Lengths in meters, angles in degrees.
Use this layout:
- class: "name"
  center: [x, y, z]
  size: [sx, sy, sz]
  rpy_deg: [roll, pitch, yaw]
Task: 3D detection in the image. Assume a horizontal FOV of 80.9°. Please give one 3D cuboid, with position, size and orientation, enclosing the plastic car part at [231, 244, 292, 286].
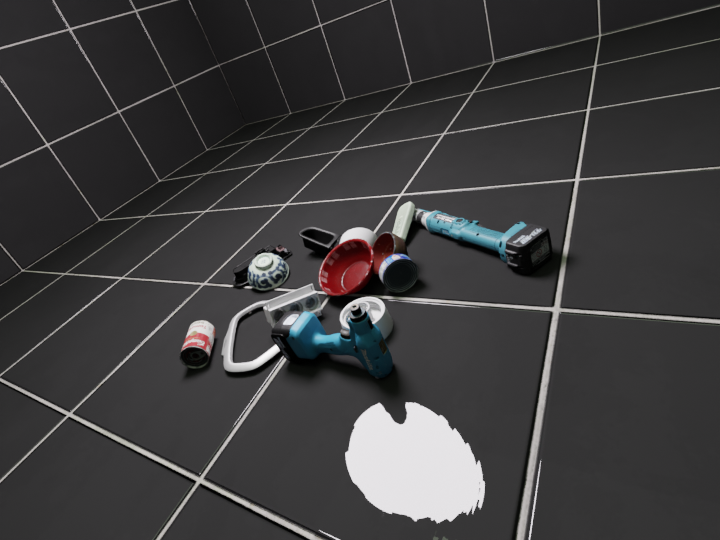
- class: "plastic car part"
  center: [-0.309, -0.023, 1.292]
  size: [0.200, 0.064, 0.070]
  rpy_deg: [-40, 41, -21]

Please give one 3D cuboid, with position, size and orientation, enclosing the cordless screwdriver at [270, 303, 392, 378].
- class: "cordless screwdriver"
  center: [-0.067, 0.122, 0.827]
  size: [0.261, 0.153, 0.074]
  rpy_deg: [1, 36, 37]

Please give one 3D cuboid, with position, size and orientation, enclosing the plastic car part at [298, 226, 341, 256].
- class: "plastic car part"
  center: [-0.122, -0.079, 1.243]
  size: [0.122, 0.068, 0.065]
  rpy_deg: [19, 46, 27]

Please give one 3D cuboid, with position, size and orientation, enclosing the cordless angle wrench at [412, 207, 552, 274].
- class: "cordless angle wrench"
  center: [0.253, -0.101, 1.043]
  size: [0.097, 0.071, 0.446]
  rpy_deg: [-33, 31, -18]

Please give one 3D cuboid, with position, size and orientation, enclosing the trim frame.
- class: "trim frame"
  center: [-0.253, 0.152, 1.023]
  size: [0.185, 0.026, 0.258]
  rpy_deg: [-21, 33, 2]
